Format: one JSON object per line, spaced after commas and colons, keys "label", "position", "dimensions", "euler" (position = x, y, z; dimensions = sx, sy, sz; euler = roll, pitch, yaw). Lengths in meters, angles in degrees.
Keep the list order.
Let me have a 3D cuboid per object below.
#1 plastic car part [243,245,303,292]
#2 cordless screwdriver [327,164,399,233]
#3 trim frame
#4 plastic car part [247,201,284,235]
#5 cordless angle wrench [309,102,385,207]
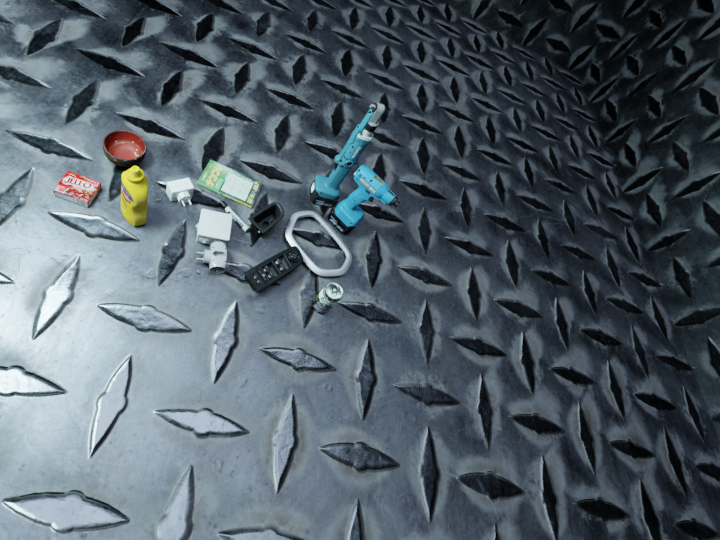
{"label": "plastic car part", "position": [-0.242, -0.001, 1.193], "dimensions": [0.067, 0.067, 0.199], "euler": [49, 52, 6]}
{"label": "cordless screwdriver", "position": [0.007, -0.201, 1.324], "dimensions": [0.160, 0.251, 0.073], "euler": [44, 51, 1]}
{"label": "trim frame", "position": [-0.130, -0.085, 1.326], "dimensions": [0.252, 0.028, 0.180], "euler": [47, 52, 8]}
{"label": "plastic car part", "position": [-0.281, -0.147, 1.264], "dimensions": [0.066, 0.071, 0.115], "euler": [44, 51, 2]}
{"label": "cordless angle wrench", "position": [-0.038, -0.342, 1.280], "dimensions": [0.094, 0.426, 0.076], "euler": [10, 59, -25]}
